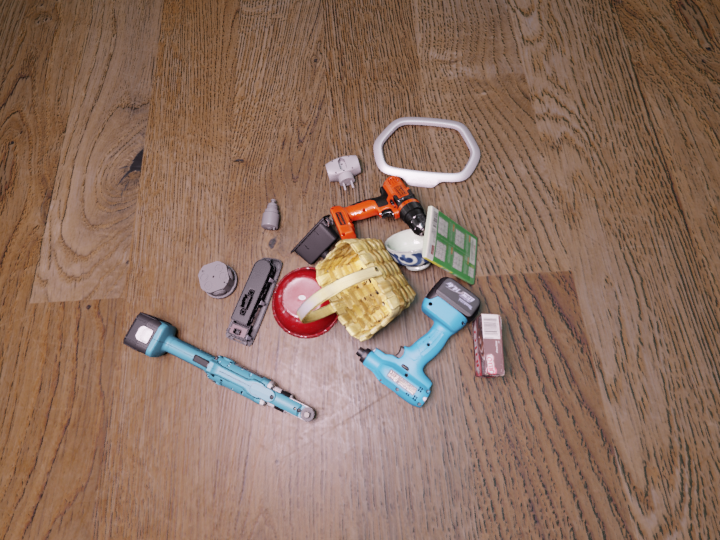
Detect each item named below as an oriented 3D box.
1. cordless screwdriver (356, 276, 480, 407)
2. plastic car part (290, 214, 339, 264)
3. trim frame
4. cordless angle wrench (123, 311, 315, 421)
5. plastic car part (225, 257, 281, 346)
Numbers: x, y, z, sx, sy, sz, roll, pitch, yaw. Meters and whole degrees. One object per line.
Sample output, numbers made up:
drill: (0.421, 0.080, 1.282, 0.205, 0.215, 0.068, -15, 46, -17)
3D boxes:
cordless screwdriver: (0.116, 0.124, 0.848, 0.165, 0.072, 0.248, 33, 82, 17)
plastic car part: (-0.092, -0.060, 0.945, 0.072, 0.065, 0.117, 43, 107, 3)
trim frame: (0.155, -0.285, 1.008, 0.253, 0.027, 0.186, 8, 71, 9)
cordless angle wrench: (-0.287, 0.208, 0.877, 0.432, 0.095, 0.074, 23, 76, 11)
plastic car part: (-0.239, 0.057, 0.932, 0.069, 0.064, 0.204, 15, 71, 18)
